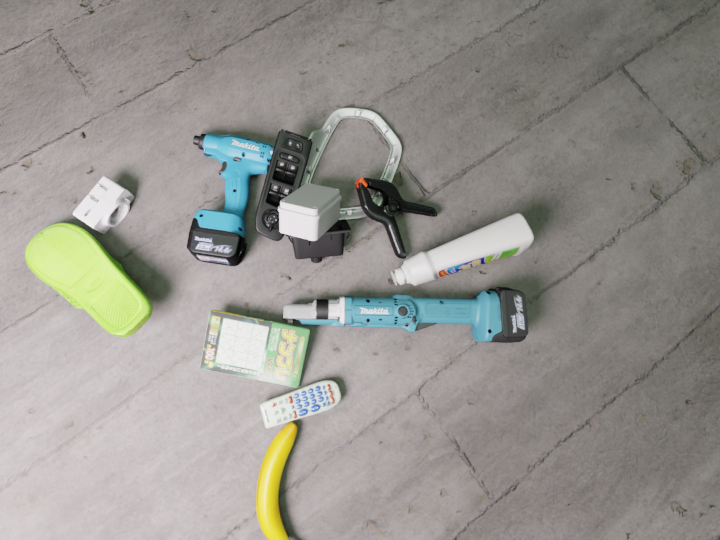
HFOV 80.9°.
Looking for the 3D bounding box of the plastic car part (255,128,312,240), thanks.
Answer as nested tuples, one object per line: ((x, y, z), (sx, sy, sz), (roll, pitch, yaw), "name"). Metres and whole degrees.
((-0.153, -0.156, 0.794), (0.064, 0.069, 0.204), (17, 80, -24), "plastic car part")

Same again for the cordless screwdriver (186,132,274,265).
((-0.263, -0.140, 0.786), (0.159, 0.073, 0.251), (12, 74, -1), "cordless screwdriver")

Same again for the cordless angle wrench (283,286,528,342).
((0.073, 0.076, 0.760), (0.422, 0.073, 0.099), (1, 79, -1), "cordless angle wrench")

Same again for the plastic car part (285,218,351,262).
((-0.077, -0.050, 0.782), (0.116, 0.068, 0.069), (-10, 113, -4), "plastic car part")

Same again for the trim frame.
((-0.023, -0.214, 0.838), (0.185, 0.027, 0.249), (23, 79, 3), "trim frame")
